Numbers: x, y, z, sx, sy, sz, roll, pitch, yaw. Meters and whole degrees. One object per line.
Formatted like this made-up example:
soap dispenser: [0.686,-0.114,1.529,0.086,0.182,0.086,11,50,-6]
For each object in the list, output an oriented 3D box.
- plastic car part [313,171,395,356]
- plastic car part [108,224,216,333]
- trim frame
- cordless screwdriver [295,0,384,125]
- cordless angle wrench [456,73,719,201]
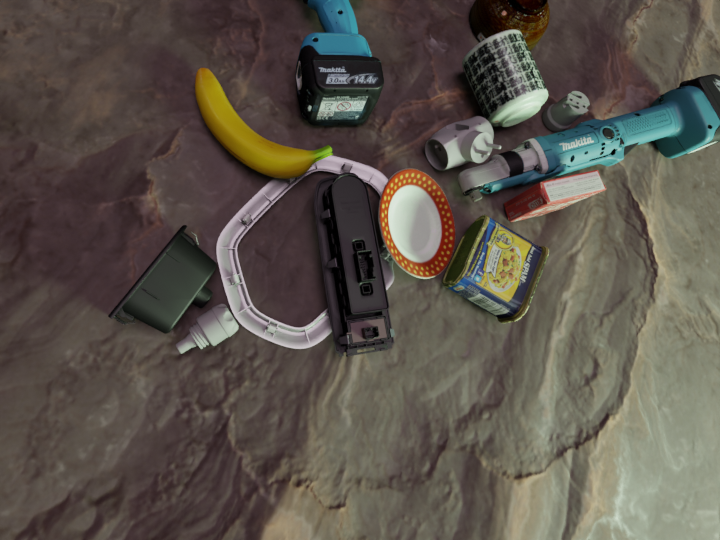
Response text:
plastic car part: [-0.008,-0.016,0.448,0.066,0.066,0.207,-8,75,-8]
plastic car part: [-0.189,0.017,0.430,0.069,0.068,0.116,42,67,-17]
trim frame: [-0.047,-0.031,0.484,0.184,0.028,0.247,42,70,1]
cordless screwdriver: [-0.056,-0.309,0.534,0.156,0.074,0.254,-1,72,-12]
cordless angle wrench: [0.317,-0.171,0.573,0.416,0.074,0.099,-18,81,-13]
